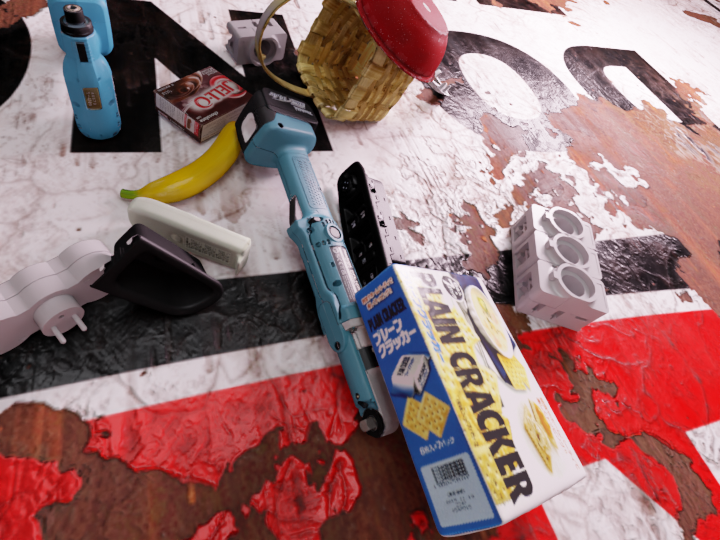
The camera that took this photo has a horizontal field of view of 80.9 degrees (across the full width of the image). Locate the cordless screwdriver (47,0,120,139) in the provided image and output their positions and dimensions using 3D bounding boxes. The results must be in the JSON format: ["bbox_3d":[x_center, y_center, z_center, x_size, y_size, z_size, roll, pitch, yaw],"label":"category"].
[{"bbox_3d":[-0.361,-0.309,0.548,0.072,0.157,0.259,-11,58,-26],"label":"cordless screwdriver"}]

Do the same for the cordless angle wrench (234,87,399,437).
[{"bbox_3d":[-0.048,-0.031,0.488,0.093,0.075,0.438,4,55,-43],"label":"cordless angle wrench"}]

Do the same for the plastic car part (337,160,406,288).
[{"bbox_3d":[0.015,-0.055,0.532,0.064,0.066,0.211,4,54,-28],"label":"plastic car part"}]

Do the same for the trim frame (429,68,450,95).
[{"bbox_3d":[0.098,-0.380,0.738,0.184,0.028,0.245,50,27,-2],"label":"trim frame"}]

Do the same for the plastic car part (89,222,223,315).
[{"bbox_3d":[-0.199,-0.005,0.424,0.066,0.110,0.075,-41,55,7],"label":"plastic car part"}]
